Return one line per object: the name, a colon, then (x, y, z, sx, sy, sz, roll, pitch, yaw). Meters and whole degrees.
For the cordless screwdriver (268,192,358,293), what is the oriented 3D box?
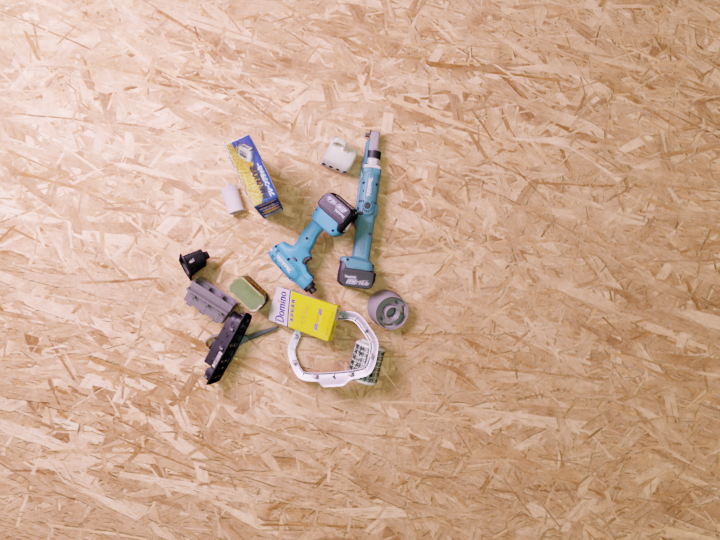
cordless screwdriver: (-0.105, -0.069, 1.076, 0.250, 0.072, 0.162, -45, 80, 15)

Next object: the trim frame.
trim frame: (-0.076, 0.199, 1.078, 0.255, 0.026, 0.187, -9, 76, 18)

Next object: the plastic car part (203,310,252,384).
plastic car part: (-0.346, 0.189, 1.088, 0.070, 0.063, 0.203, 32, 90, 22)

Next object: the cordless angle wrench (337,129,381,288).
cordless angle wrench: (0.013, -0.165, 1.117, 0.098, 0.074, 0.424, 8, 85, -1)

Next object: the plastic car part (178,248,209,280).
plastic car part: (-0.425, -0.024, 1.091, 0.069, 0.119, 0.066, -32, 93, -27)
